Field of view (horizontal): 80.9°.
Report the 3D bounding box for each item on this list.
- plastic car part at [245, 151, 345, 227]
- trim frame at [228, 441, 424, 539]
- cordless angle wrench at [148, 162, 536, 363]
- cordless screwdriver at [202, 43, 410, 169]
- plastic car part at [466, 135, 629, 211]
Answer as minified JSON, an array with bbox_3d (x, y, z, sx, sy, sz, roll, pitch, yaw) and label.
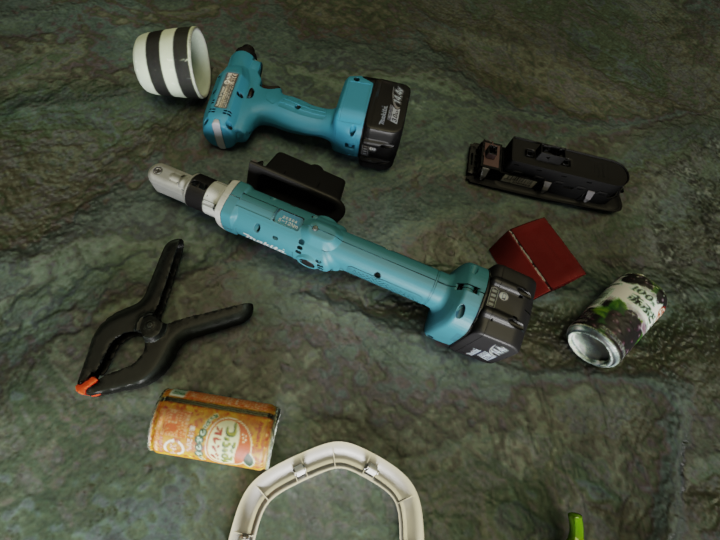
[{"bbox_3d":[-0.070,-0.100,0.500,0.116,0.065,0.072,19,51,-2],"label":"plastic car part"},{"bbox_3d":[-0.025,0.275,0.342,0.183,0.027,0.253,9,63,-3],"label":"trim frame"},{"bbox_3d":[-0.044,-0.029,0.450,0.431,0.096,0.075,23,68,9],"label":"cordless angle wrench"},{"bbox_3d":[-0.066,-0.220,0.546,0.250,0.073,0.162,8,65,2],"label":"cordless screwdriver"},{"bbox_3d":[0.246,-0.130,0.541,0.202,0.066,0.067,16,58,-1],"label":"plastic car part"}]
